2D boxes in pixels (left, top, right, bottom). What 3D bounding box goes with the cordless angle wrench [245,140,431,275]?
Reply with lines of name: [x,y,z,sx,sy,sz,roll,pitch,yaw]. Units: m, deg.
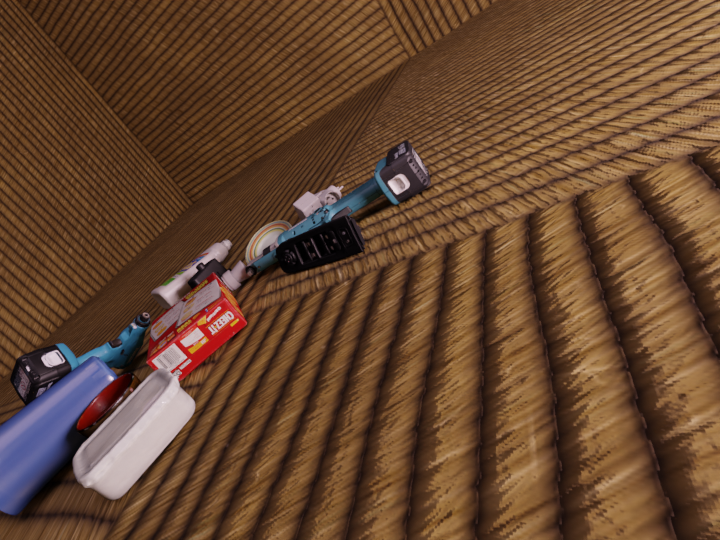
cordless angle wrench: [-0.069,-0.097,0.828,0.431,0.072,0.099,-29,24,23]

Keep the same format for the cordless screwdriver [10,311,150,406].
cordless screwdriver: [-0.548,0.168,0.858,0.160,0.076,0.241,-51,-12,21]

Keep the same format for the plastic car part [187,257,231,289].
plastic car part: [-0.384,0.016,1.052,0.068,0.068,0.117,-16,34,40]

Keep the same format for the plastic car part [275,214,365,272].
plastic car part: [-0.074,-0.048,0.755,0.210,0.065,0.066,-18,19,37]
